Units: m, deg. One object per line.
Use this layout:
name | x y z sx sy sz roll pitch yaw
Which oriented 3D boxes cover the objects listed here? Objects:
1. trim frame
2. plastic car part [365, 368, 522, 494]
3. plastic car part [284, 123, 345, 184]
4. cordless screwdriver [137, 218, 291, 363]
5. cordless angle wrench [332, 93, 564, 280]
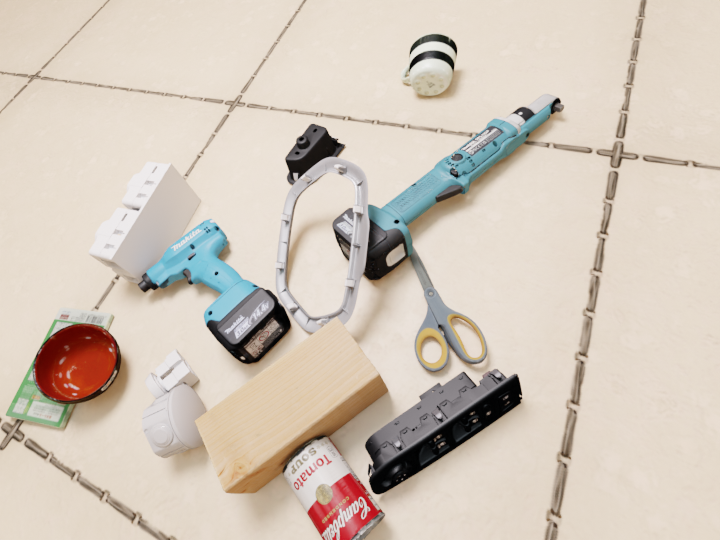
trim frame | -0.058 -0.038 0.594 0.194 0.026 0.249 6 86 41
plastic car part | 0.084 0.173 0.481 0.202 0.063 0.071 -36 50 -7
plastic car part | -0.089 -0.210 0.741 0.069 0.068 0.116 26 67 26
cordless screwdriver | -0.229 0.037 0.638 0.158 0.071 0.262 -41 56 -12
cordless angle wrench | 0.148 -0.150 0.643 0.420 0.071 0.103 -38 53 -11
